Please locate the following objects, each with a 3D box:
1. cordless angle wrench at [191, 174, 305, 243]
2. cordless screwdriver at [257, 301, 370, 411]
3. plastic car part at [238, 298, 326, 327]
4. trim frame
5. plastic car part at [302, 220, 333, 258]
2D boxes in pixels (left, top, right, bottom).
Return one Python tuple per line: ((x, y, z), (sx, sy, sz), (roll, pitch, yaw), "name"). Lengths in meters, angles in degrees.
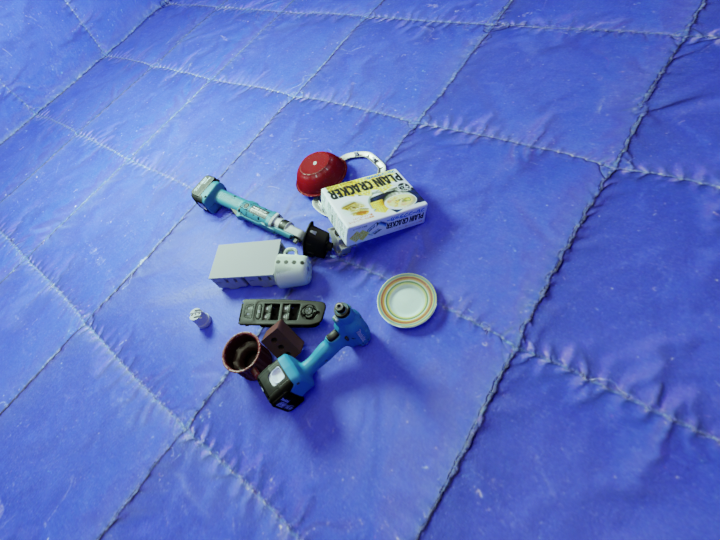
((-0.322, -0.171, 1.226), (0.445, 0.071, 0.098), (25, 69, 30), "cordless angle wrench")
((-0.096, 0.168, 0.858), (0.248, 0.151, 0.078), (-39, 54, -5), "cordless screwdriver")
((-0.177, 0.108, 0.982), (0.207, 0.064, 0.068), (-3, 50, 14), "plastic car part")
((-0.036, -0.249, 1.192), (0.193, 0.026, 0.249), (17, 67, 30), "trim frame")
((-0.103, -0.067, 1.054), (0.072, 0.114, 0.066), (23, 66, 3), "plastic car part")
